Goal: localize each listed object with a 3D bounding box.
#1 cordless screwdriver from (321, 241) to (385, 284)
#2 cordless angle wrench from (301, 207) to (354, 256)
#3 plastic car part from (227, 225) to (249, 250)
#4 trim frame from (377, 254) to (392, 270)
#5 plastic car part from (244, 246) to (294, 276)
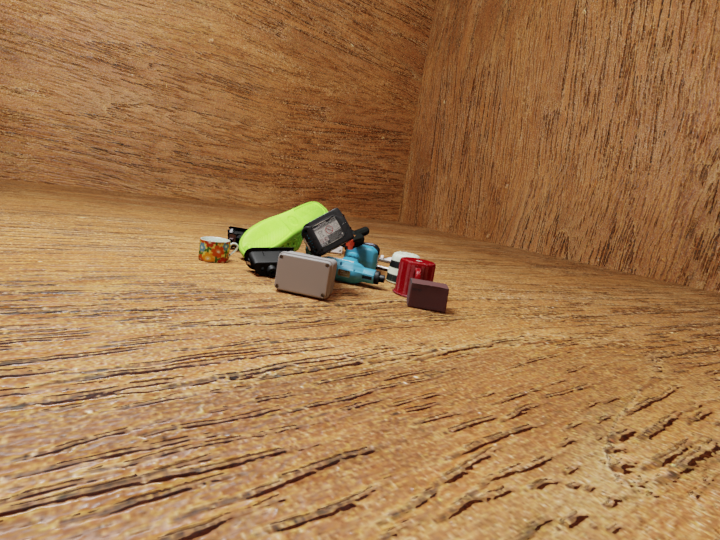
[{"bbox_3d":[0.004,-0.016,1.093,0.164,0.073,0.244,11,15,14],"label":"cordless screwdriver"},{"bbox_3d":[-0.104,-0.068,1.065,0.097,0.074,0.426,-29,2,-11],"label":"cordless angle wrench"},{"bbox_3d":[-0.287,-0.074,1.196,0.205,0.065,0.067,10,19,6],"label":"plastic car part"},{"bbox_3d":[0.088,-0.023,1.318,0.260,0.027,0.177,12,10,26],"label":"trim frame"},{"bbox_3d":[-0.202,-0.013,0.962,0.112,0.065,0.075,0,27,-28],"label":"plastic car part"}]
